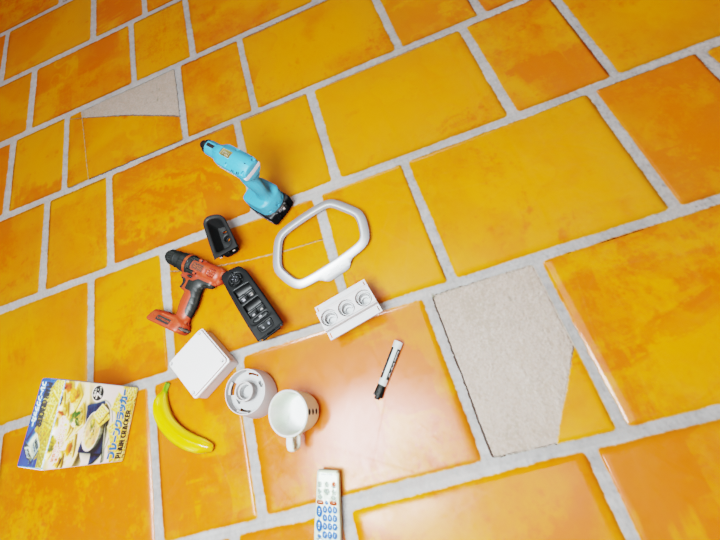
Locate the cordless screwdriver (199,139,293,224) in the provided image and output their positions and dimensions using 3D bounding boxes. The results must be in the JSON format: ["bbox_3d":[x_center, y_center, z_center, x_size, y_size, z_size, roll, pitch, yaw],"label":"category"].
[{"bbox_3d":[-0.262,-0.208,0.980,0.166,0.238,0.074,31,80,22],"label":"cordless screwdriver"}]

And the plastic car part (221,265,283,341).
[{"bbox_3d":[-0.244,0.071,0.959,0.066,0.064,0.212,-40,64,-3],"label":"plastic car part"}]

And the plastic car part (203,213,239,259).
[{"bbox_3d":[-0.337,-0.080,1.046,0.066,0.068,0.121,-29,64,2],"label":"plastic car part"}]

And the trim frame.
[{"bbox_3d":[-0.097,-0.063,0.990,0.249,0.026,0.192,-34,63,2],"label":"trim frame"}]
